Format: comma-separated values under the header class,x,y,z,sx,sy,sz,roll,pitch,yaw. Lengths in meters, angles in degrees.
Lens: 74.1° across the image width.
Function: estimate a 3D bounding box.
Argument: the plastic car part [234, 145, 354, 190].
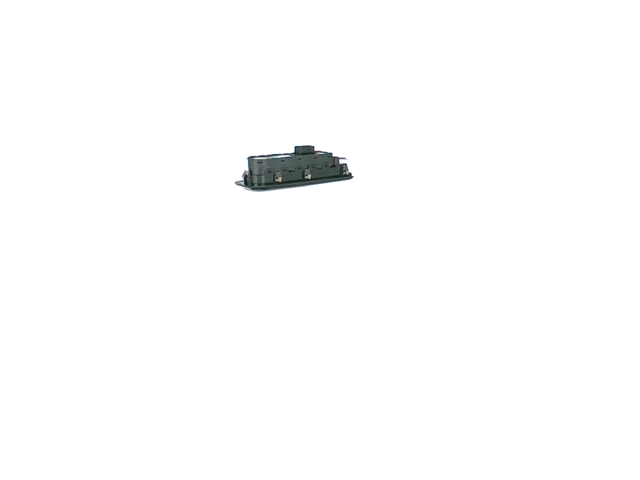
class,x,y,z,sx,sy,sz,roll,pitch,yaw
plastic car part,-0.038,-0.115,0.681,0.202,0.067,0.066,-17,34,-33
